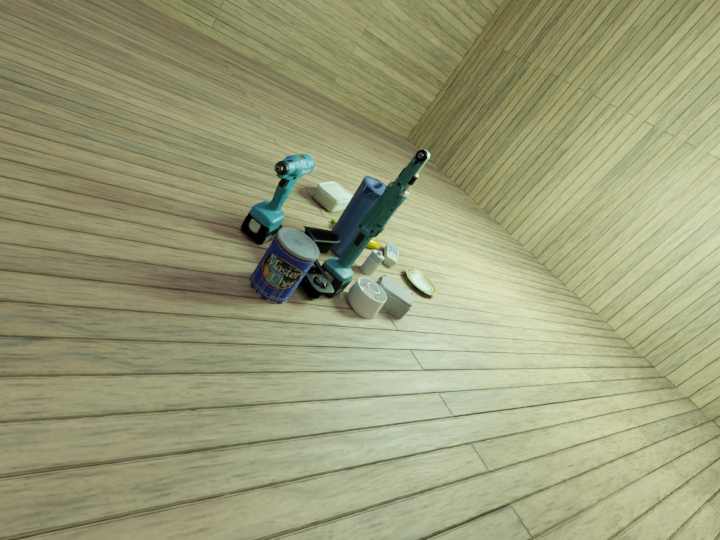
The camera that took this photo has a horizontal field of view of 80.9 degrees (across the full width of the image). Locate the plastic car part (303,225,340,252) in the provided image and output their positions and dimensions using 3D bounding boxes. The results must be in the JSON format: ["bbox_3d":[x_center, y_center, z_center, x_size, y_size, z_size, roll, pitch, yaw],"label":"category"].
[{"bbox_3d":[-0.117,-0.076,1.194,0.110,0.071,0.069,8,37,-44],"label":"plastic car part"}]

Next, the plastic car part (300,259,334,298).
[{"bbox_3d":[-0.140,-0.007,1.050,0.063,0.067,0.213,5,38,-47],"label":"plastic car part"}]

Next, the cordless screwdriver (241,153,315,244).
[{"bbox_3d":[-0.214,-0.178,1.046,0.075,0.249,0.157,39,25,4],"label":"cordless screwdriver"}]

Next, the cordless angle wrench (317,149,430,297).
[{"bbox_3d":[0.029,-0.111,1.017,0.076,0.424,0.095,43,26,11],"label":"cordless angle wrench"}]
